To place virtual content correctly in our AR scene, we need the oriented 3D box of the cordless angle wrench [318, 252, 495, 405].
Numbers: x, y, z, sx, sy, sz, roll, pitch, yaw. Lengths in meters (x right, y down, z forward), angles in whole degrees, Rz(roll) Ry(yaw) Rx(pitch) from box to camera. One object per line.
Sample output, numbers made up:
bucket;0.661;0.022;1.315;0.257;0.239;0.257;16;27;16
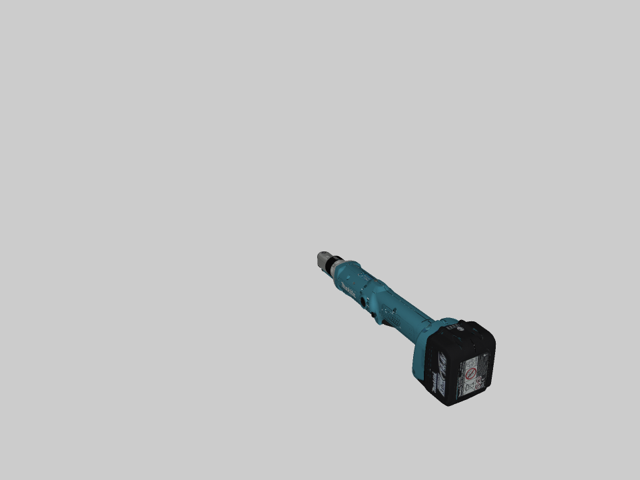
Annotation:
cordless angle wrench;0.093;0.097;0.692;0.074;0.098;0.422;-12;23;-23
